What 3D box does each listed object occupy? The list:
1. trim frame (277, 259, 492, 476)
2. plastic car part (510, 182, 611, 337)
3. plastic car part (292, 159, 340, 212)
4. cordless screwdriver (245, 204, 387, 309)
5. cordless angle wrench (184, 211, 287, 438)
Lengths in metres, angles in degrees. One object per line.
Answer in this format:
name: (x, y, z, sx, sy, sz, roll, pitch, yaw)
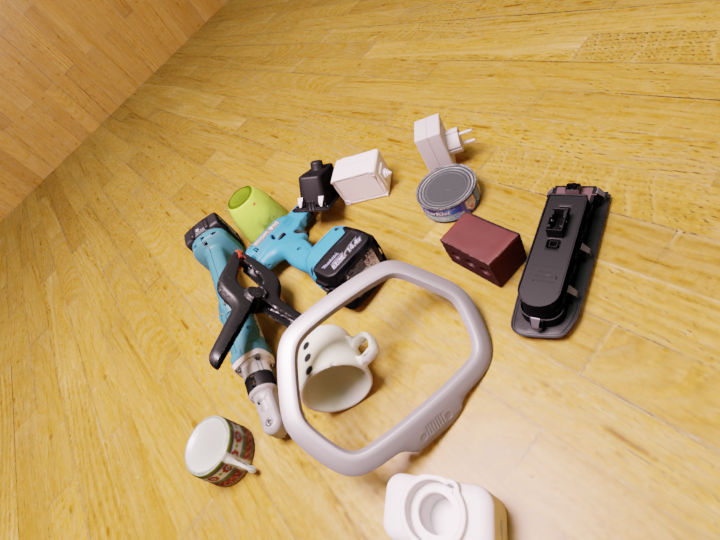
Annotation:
trim frame: (0.025, 0.095, 0.453, 0.245, 0.027, 0.190, -35, 72, -18)
plastic car part: (0.217, -0.022, 0.461, 0.070, 0.063, 0.204, 12, 67, 32)
plastic car part: (-0.071, -0.150, 0.717, 0.068, 0.068, 0.117, -2, 30, 17)
cordless screwdriver: (-0.065, -0.042, 0.663, 0.263, 0.071, 0.158, 17, 61, 46)
cordless angle wrench: (-0.192, 0.063, 0.659, 0.074, 0.092, 0.446, -37, 47, 3)
